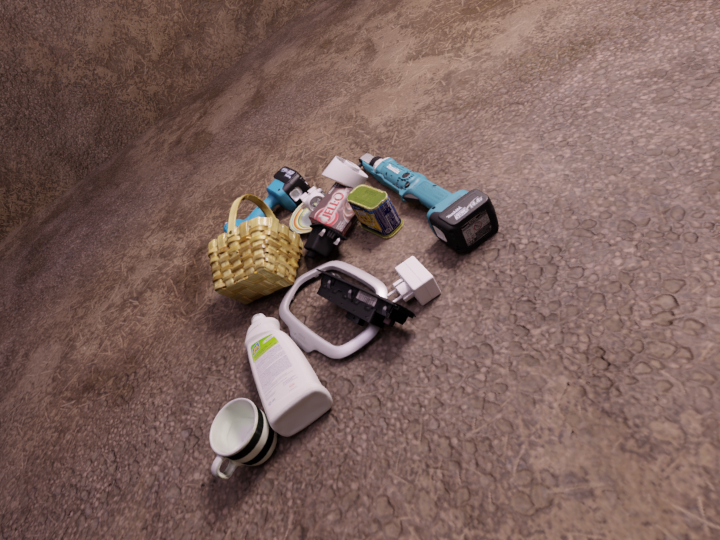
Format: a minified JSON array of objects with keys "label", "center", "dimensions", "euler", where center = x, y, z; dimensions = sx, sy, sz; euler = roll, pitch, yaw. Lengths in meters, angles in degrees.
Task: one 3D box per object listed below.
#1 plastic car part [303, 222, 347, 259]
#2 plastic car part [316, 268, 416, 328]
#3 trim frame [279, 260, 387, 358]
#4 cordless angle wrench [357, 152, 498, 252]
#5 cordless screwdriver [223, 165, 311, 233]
[{"label":"plastic car part","center":[-0.088,-0.057,0.895],"dimensions":[0.071,0.064,0.120],"euler":[-61,19,-9]},{"label":"plastic car part","center":[-0.007,0.051,0.718],"dimensions":[0.215,0.063,0.067],"euler":[28,95,45]},{"label":"trim frame","center":[-0.056,0.067,0.789],"dimensions":[0.183,0.026,0.263],"euler":[-48,44,-15]},{"label":"cordless angle wrench","center":[0.103,-0.176,0.878],"dimensions":[0.098,0.070,0.446],"euler":[-38,39,-3]},{"label":"cordless screwdriver","center":[-0.233,-0.146,1.078],"dimensions":[0.248,0.070,0.168],"euler":[-44,42,-4]}]
